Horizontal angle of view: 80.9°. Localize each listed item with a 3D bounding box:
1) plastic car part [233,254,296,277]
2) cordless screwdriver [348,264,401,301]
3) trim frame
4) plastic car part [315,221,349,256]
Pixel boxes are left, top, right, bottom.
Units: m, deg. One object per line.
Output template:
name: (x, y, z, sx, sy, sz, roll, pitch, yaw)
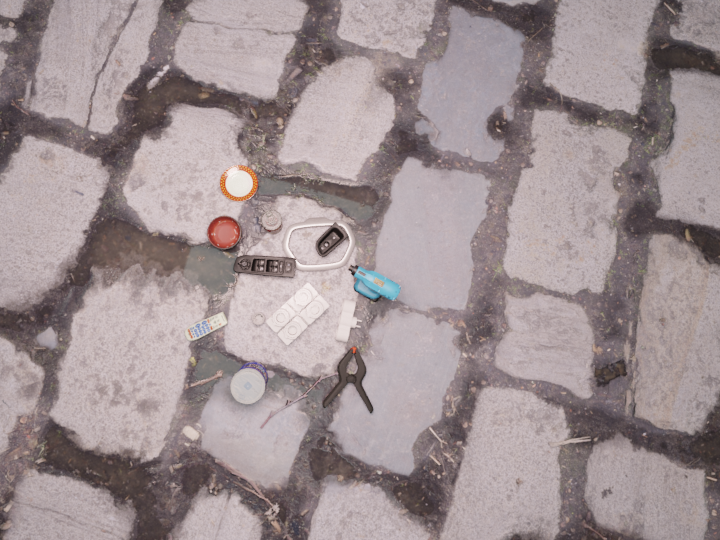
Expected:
plastic car part: (-0.315, -0.014, 1.394, 0.202, 0.067, 0.067, 4, 84, -3)
cordless screwdriver: (0.022, 0.035, 1.313, 0.159, 0.249, 0.074, 29, 83, -4)
trim frame: (-0.140, -0.092, 1.433, 0.247, 0.027, 0.186, -6, 83, -4)
plastic car part: (-0.105, -0.096, 1.413, 0.116, 0.071, 0.066, -44, 90, -8)
